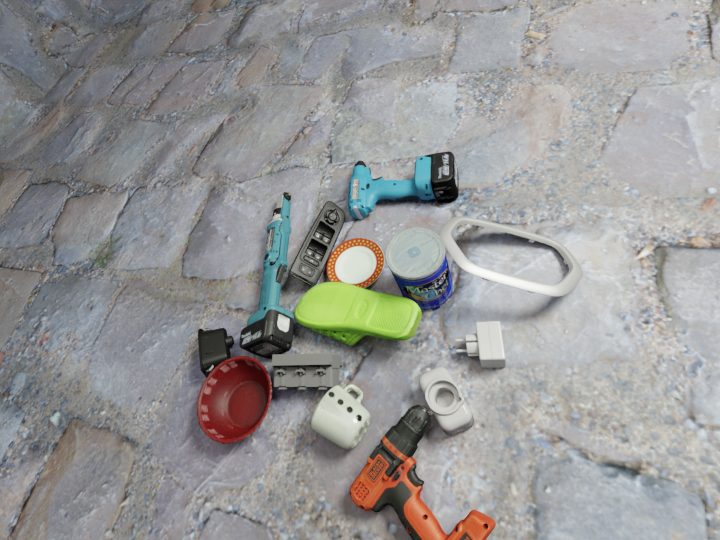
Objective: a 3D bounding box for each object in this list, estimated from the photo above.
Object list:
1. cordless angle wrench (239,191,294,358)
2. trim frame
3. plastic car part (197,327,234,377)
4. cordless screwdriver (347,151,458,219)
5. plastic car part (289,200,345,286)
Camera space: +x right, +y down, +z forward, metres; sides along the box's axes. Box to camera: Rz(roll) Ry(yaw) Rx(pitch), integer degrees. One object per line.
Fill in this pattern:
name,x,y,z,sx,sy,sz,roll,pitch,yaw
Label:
cordless angle wrench,-0.193,-0.018,0.962,0.100,0.070,0.436,-29,46,32
trim frame,0.264,-0.032,0.752,0.253,0.027,0.186,13,43,8
plastic car part,-0.308,0.167,0.913,0.070,0.063,0.122,-15,51,-6
cordless screwdriver,0.091,-0.211,0.966,0.256,0.070,0.163,-9,57,22
plastic car part,-0.093,-0.061,0.956,0.066,0.067,0.204,26,71,-5
